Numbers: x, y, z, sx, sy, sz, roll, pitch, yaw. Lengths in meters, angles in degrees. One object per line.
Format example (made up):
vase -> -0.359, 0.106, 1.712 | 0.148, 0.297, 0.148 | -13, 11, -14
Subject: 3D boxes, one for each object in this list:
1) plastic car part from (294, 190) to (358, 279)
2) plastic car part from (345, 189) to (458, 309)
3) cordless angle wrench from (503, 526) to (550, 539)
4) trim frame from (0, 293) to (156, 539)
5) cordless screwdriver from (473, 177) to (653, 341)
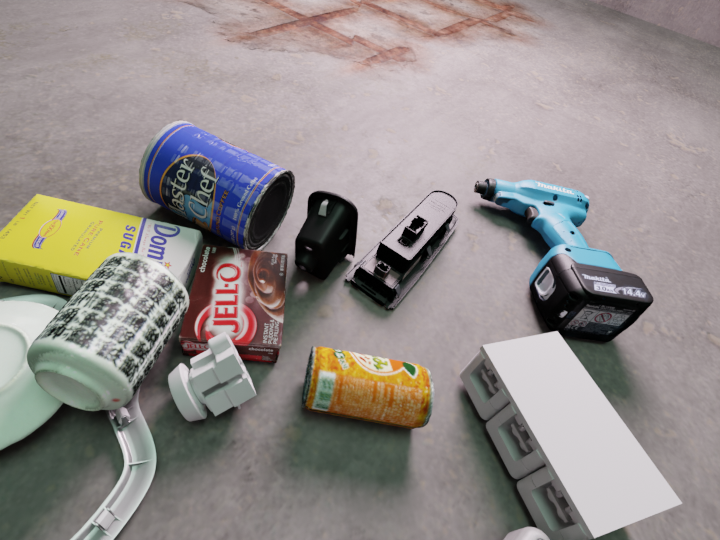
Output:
plastic car part -> -0.044, -0.029, 0.453 | 0.067, 0.114, 0.071 | 27, 71, 7
plastic car part -> 0.065, -0.044, 0.520 | 0.069, 0.065, 0.200 | 28, 45, 20
cordless angle wrench -> -0.019, 0.268, 0.194 | 0.410, 0.097, 0.077 | -25, 63, -35
trim frame -> -0.266, 0.113, 0.319 | 0.179, 0.027, 0.260 | -30, 59, -35
cordless screwdriver -> 0.240, -0.037, 0.545 | 0.158, 0.073, 0.255 | 11, 43, -4
